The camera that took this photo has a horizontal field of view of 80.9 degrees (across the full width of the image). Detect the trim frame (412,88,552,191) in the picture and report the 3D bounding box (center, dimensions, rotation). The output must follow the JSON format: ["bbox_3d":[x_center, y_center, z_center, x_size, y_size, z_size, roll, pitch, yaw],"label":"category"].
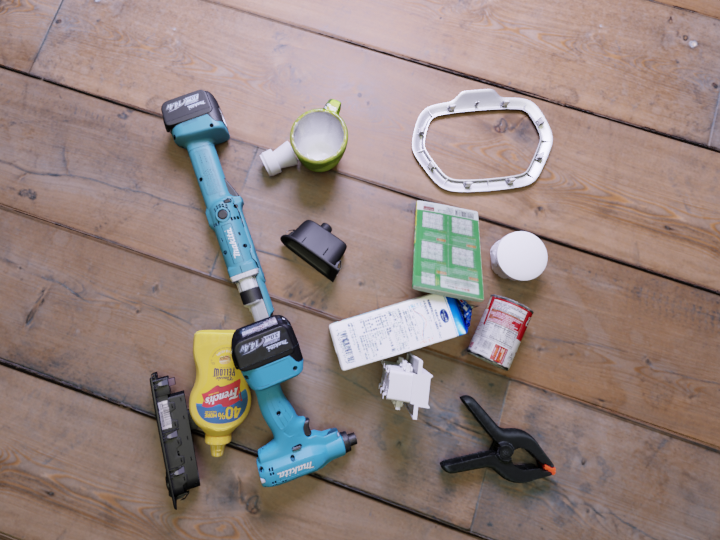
[{"bbox_3d":[0.216,-0.231,0.748,0.249,0.027,0.186,-4,81,2],"label":"trim frame"}]

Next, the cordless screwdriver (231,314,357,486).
[{"bbox_3d":[-0.102,0.194,0.649,0.157,0.076,0.246,-15,98,-12],"label":"cordless screwdriver"}]

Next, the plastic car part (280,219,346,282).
[{"bbox_3d":[-0.070,-0.046,0.714,0.119,0.065,0.070,39,69,8],"label":"plastic car part"}]

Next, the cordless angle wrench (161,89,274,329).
[{"bbox_3d":[-0.226,-0.093,0.717,0.098,0.074,0.427,-20,84,-3],"label":"cordless angle wrench"}]

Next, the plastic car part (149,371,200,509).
[{"bbox_3d":[-0.292,0.261,0.672,0.065,0.068,0.205,-6,79,-28],"label":"plastic car part"}]
